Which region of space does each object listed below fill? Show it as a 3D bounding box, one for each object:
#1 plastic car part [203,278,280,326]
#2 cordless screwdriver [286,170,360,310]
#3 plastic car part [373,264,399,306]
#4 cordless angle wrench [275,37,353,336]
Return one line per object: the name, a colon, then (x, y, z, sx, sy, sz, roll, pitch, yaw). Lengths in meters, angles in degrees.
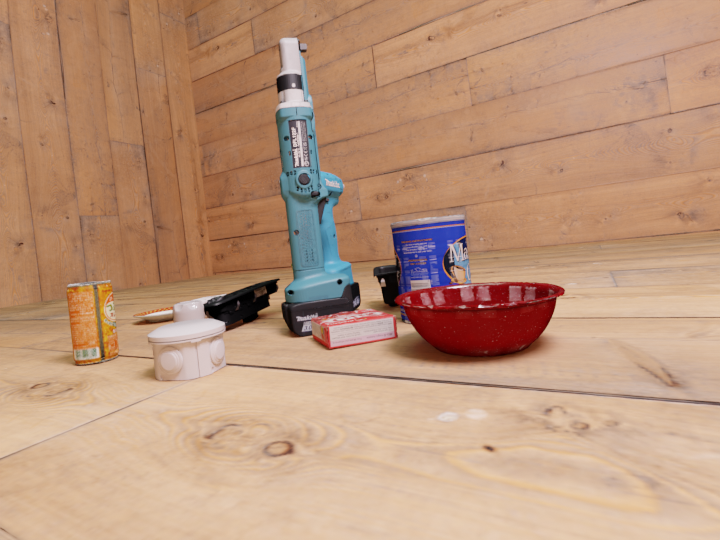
plastic car part: (-0.213, 0.060, 0.748, 0.068, 0.067, 0.197, -6, 3, 19)
cordless screwdriver: (-0.069, -0.045, 0.708, 0.077, 0.249, 0.154, -7, 0, 24)
plastic car part: (0.056, 0.028, 0.739, 0.066, 0.071, 0.116, -6, 2, 1)
cordless angle wrench: (-0.083, -0.125, 0.610, 0.096, 0.423, 0.076, -6, -1, -14)
